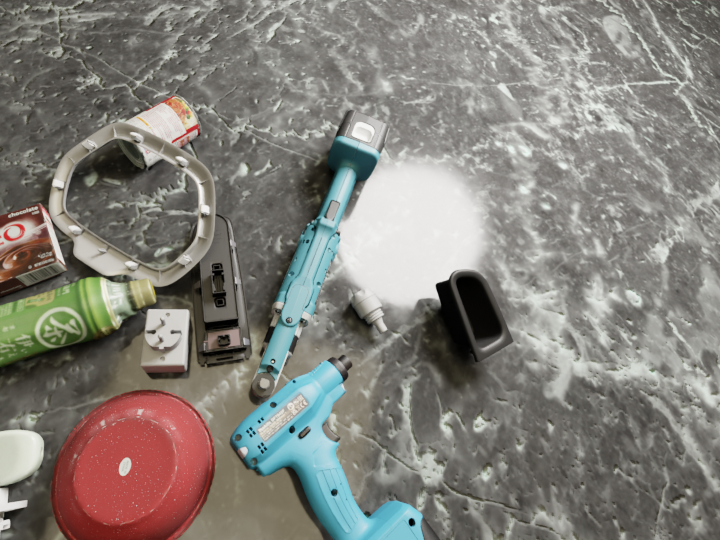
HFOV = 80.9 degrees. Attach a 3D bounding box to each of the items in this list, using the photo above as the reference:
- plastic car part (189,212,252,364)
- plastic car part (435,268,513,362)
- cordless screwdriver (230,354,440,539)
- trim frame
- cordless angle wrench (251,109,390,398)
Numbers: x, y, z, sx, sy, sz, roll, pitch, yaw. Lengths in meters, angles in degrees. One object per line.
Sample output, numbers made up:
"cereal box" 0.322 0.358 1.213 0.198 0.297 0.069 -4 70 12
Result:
"plastic car part" -0.184 0.010 0.536 0.065 0.066 0.210 -9 63 -12
"plastic car part" 0.141 0.055 0.574 0.064 0.072 0.117 -21 86 -24
"cordless screwdriver" -0.004 0.223 0.451 0.156 0.074 0.256 -35 74 -27
"trim frame" -0.293 -0.086 0.537 0.254 0.027 0.184 29 90 11
"cordless angle wrench" -0.056 -0.037 0.577 0.074 0.097 0.427 21 64 -5
